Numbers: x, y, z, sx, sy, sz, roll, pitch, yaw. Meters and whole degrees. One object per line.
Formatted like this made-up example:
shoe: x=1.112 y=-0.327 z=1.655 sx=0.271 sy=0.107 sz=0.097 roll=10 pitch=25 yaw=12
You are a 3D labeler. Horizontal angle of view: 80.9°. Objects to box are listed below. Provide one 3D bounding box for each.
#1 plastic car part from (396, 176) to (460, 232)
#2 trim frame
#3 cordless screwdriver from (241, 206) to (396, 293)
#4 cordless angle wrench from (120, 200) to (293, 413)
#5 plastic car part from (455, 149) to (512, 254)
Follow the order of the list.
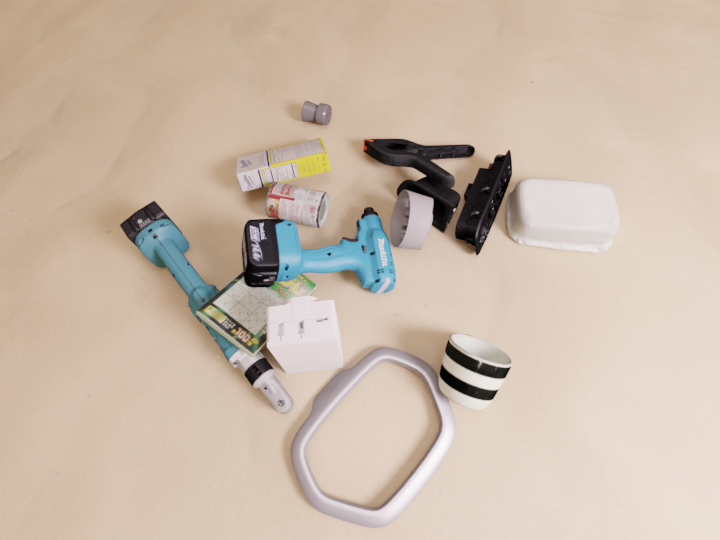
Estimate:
plastic car part: x=0.133 y=-0.136 z=0.767 sx=0.069 sy=0.064 sz=0.122 roll=-29 pitch=57 yaw=-29
trim frame: x=0.018 y=0.222 z=0.591 sx=0.192 sy=0.026 sz=0.247 roll=37 pitch=72 yaw=22
cordless screwdriver: x=-0.068 y=-0.045 z=0.696 sx=0.243 sy=0.074 sz=0.164 roll=2 pitch=58 yaw=-15
cordless angle wrench: x=-0.246 y=0.055 z=0.683 sx=0.074 sy=0.095 sz=0.440 roll=-39 pitch=67 yaw=-13
plastic car part: x=0.215 y=-0.123 z=0.744 sx=0.070 sy=0.063 sz=0.204 roll=13 pitch=62 yaw=22
